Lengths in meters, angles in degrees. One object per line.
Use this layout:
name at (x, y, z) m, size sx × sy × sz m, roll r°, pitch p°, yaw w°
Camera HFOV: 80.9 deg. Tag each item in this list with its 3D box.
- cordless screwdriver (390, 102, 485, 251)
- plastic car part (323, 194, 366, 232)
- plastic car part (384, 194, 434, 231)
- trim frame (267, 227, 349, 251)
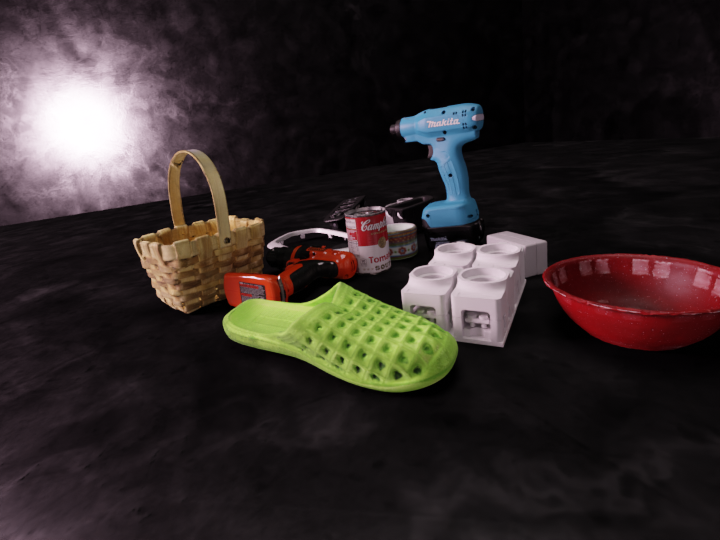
cordless screwdriver at (0.138, -0.161, 0.756) m, size 0.167 × 0.244 × 0.072 m, roll 3°, pitch 18°, yaw 34°
plastic car part at (-0.036, -0.133, 1.039) m, size 0.068 × 0.066 × 0.201 m, roll -3°, pitch 18°, yaw 17°
plastic car part at (0.115, -0.118, 0.919) m, size 0.113 × 0.069 × 0.069 m, roll -18°, pitch 19°, yaw -30°
trim frame at (-0.087, -0.057, 0.890) m, size 0.178 × 0.027 × 0.262 m, roll -21°, pitch 22°, yaw -34°
